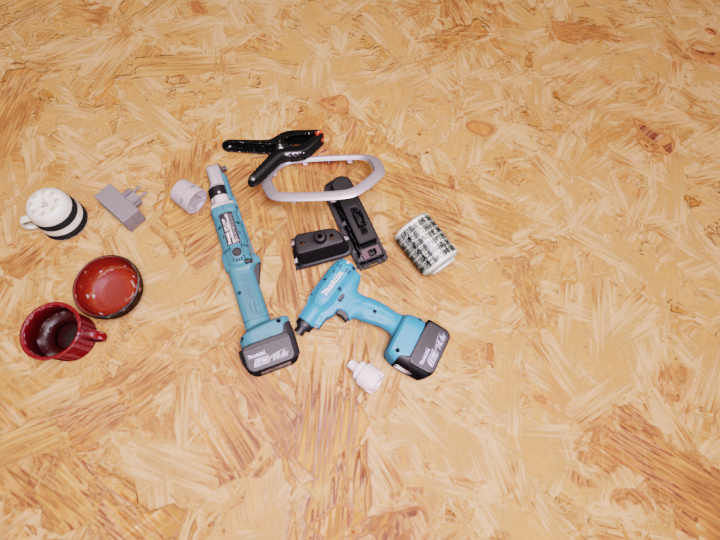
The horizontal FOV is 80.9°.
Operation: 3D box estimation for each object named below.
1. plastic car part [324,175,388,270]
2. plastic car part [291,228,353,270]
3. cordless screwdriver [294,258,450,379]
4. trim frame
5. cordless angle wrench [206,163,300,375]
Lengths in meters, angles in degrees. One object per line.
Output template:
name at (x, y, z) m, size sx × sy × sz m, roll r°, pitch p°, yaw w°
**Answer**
plastic car part at (-0.015, -0.105, 0.832) m, size 0.066 × 0.065 × 0.209 m, roll -23°, pitch 70°, yaw -6°
plastic car part at (-0.077, -0.050, 0.787) m, size 0.118 × 0.068 × 0.068 m, roll -14°, pitch 72°, yaw 8°
cordless screwdriver at (0.016, 0.105, 0.747) m, size 0.255 × 0.073 × 0.159 m, roll 33°, pitch 71°, yaw 13°
trim frame at (-0.077, -0.185, 0.826) m, size 0.254 × 0.026 × 0.188 m, roll -2°, pitch 42°, yaw 14°
cordless angle wrench at (-0.223, -0.024, 0.784) m, size 0.097 × 0.073 × 0.436 m, roll -19°, pitch 69°, yaw -12°
